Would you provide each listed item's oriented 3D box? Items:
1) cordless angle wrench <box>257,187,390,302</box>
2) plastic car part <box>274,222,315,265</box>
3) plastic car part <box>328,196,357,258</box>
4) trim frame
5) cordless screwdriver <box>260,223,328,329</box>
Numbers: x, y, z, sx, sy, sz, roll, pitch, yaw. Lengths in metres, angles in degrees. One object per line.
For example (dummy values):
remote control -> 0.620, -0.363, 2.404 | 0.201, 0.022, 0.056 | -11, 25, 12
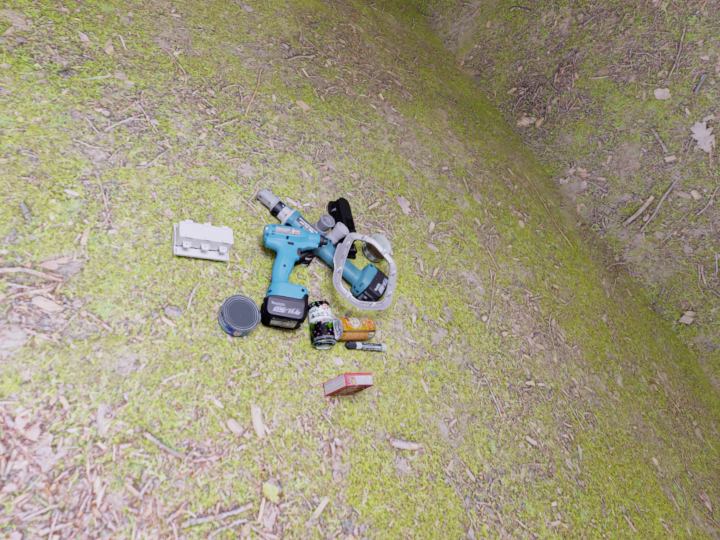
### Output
cordless angle wrench -> -0.110, -0.072, 1.124 | 0.423, 0.075, 0.097 | 41, 43, 0
plastic car part -> -0.180, -0.055, 1.068 | 0.069, 0.066, 0.119 | -34, 78, -33
plastic car part -> -0.049, -0.135, 1.228 | 0.064, 0.067, 0.211 | 4, 52, -28
trim frame -> 0.013, -0.003, 1.081 | 0.181, 0.027, 0.252 | 27, 46, -9
cordless screwdriver -> -0.150, 0.008, 0.973 | 0.155, 0.074, 0.256 | 6, 58, -15
